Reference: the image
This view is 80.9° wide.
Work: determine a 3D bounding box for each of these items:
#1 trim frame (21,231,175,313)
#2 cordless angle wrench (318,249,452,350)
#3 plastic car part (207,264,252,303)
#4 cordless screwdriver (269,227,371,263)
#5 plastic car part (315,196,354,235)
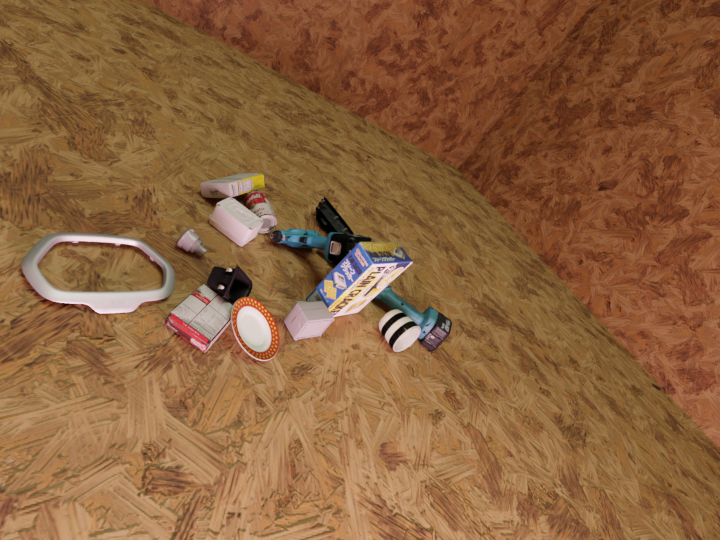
[{"bbox_3d":[-0.450,-0.001,0.747,0.236,0.027,0.193,3,40,-48],"label":"trim frame"},{"bbox_3d":[0.054,0.053,1.174,0.430,0.074,0.096,37,27,8],"label":"cordless angle wrench"},{"bbox_3d":[-0.267,0.026,0.845,0.072,0.066,0.114,19,-15,7],"label":"plastic car part"},{"bbox_3d":[-0.105,-0.069,1.078,0.263,0.074,0.151,15,9,43],"label":"cordless screwdriver"},{"bbox_3d":[-0.086,-0.144,1.337,0.064,0.066,0.212,-13,53,-44],"label":"plastic car part"}]
